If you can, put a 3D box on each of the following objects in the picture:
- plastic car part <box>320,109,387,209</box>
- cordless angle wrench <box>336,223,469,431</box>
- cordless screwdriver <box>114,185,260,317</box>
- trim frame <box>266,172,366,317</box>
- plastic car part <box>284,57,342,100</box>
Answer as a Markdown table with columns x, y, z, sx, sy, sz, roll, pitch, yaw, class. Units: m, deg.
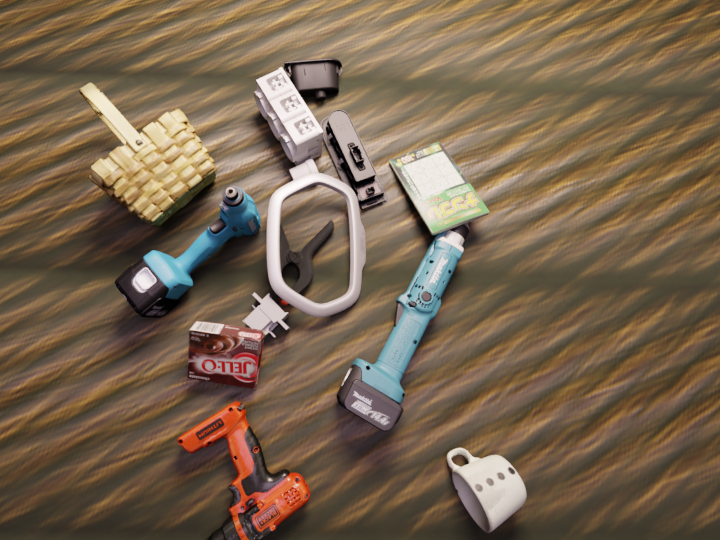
| x | y | z | sx | sy | sz | roll | pitch | yaw | class |
| --- | --- | --- | --- | --- | --- | --- | --- | --- | --- |
| -0.018 | -0.216 | 0.783 | 0.066 | 0.065 | 0.208 | -24 | 74 | -2 | plastic car part |
| 0.100 | 0.049 | 0.707 | 0.099 | 0.073 | 0.423 | 28 | 73 | 4 | cordless angle wrench |
| -0.268 | -0.035 | 0.674 | 0.247 | 0.157 | 0.075 | -42 | 84 | -10 | cordless screwdriver |
| -0.070 | -0.046 | 0.720 | 0.178 | 0.028 | 0.251 | 1 | 79 | -20 | trim frame |
| -0.089 | -0.369 | 0.827 | 0.115 | 0.067 | 0.071 | -5 | 91 | -7 | plastic car part |
